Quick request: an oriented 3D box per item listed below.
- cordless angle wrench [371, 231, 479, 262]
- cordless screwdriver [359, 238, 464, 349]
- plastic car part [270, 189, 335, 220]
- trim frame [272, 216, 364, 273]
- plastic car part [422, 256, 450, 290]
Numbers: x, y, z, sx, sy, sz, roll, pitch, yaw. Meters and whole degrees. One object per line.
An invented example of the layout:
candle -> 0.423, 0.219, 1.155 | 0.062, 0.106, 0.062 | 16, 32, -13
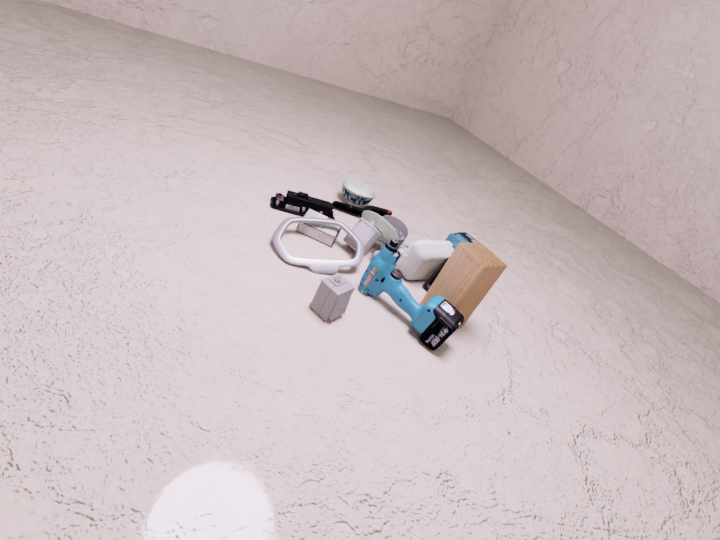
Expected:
cordless angle wrench -> 0.200, -0.056, 1.278 | 0.405, 0.073, 0.103 | -7, 43, -37
cordless screwdriver -> 0.121, 0.051, 0.976 | 0.259, 0.158, 0.072 | 40, 33, 21
plastic car part -> -0.164, -0.198, 1.264 | 0.197, 0.066, 0.069 | 17, 25, -16
trim frame -> -0.107, -0.070, 1.097 | 0.240, 0.027, 0.192 | 2, 48, -21
plastic car part -> 0.238, 0.020, 1.156 | 0.069, 0.117, 0.068 | 44, 12, 23
